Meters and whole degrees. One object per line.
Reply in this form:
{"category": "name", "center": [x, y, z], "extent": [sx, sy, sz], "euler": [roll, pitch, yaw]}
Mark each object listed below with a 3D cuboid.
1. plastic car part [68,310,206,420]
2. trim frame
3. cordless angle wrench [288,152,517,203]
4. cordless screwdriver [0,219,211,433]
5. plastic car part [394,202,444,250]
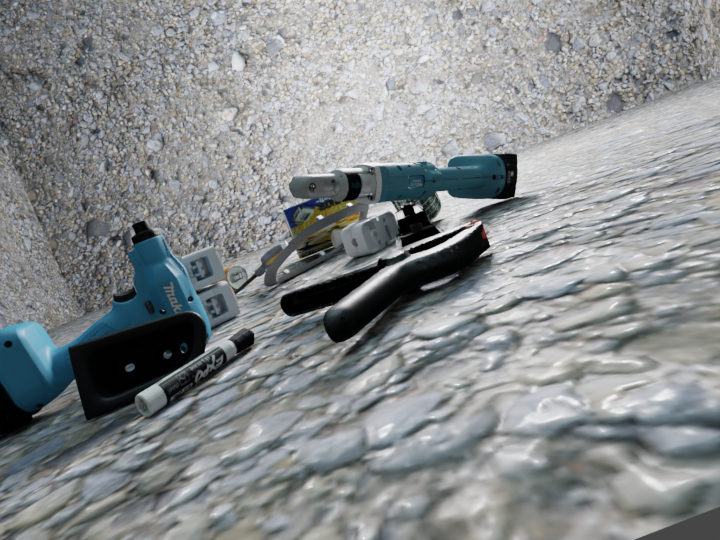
{"category": "plastic car part", "center": [-0.200, 0.084, 0.406], "extent": [0.114, 0.067, 0.071], "euler": [-20, -8, -15]}
{"category": "trim frame", "center": [-0.073, -0.048, 0.746], "extent": [0.242, 0.028, 0.184], "euler": [-33, -14, -43]}
{"category": "cordless angle wrench", "center": [0.081, -0.128, 0.602], "extent": [0.406, 0.073, 0.103], "euler": [-13, 18, -40]}
{"category": "cordless screwdriver", "center": [-0.308, 0.057, 0.465], "extent": [0.244, 0.158, 0.076], "euler": [-26, 7, -18]}
{"category": "plastic car part", "center": [0.077, -0.067, 0.632], "extent": [0.067, 0.067, 0.202], "euler": [-27, 6, 9]}
